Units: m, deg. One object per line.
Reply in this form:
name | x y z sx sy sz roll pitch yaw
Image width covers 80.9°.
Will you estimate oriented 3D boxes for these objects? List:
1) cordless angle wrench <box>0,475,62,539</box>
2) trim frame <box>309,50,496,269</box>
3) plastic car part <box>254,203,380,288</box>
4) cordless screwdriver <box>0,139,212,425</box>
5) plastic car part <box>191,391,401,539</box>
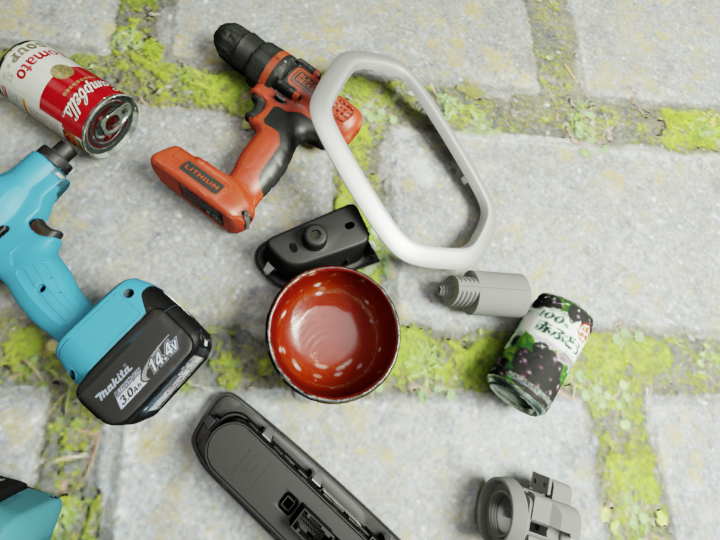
cordless angle wrench | -0.105 0.250 0.297 0.419 0.098 0.075 21 70 -5
trim frame | 0.049 -0.112 0.421 0.180 0.028 0.250 -31 86 -33
plastic car part | -0.038 -0.025 0.393 0.114 0.071 0.067 -21 79 -16
cordless screwdriver | -0.235 0.002 0.361 0.252 0.073 0.159 34 73 7
plastic car part | -0.056 0.185 0.337 0.206 0.066 0.066 40 80 8
